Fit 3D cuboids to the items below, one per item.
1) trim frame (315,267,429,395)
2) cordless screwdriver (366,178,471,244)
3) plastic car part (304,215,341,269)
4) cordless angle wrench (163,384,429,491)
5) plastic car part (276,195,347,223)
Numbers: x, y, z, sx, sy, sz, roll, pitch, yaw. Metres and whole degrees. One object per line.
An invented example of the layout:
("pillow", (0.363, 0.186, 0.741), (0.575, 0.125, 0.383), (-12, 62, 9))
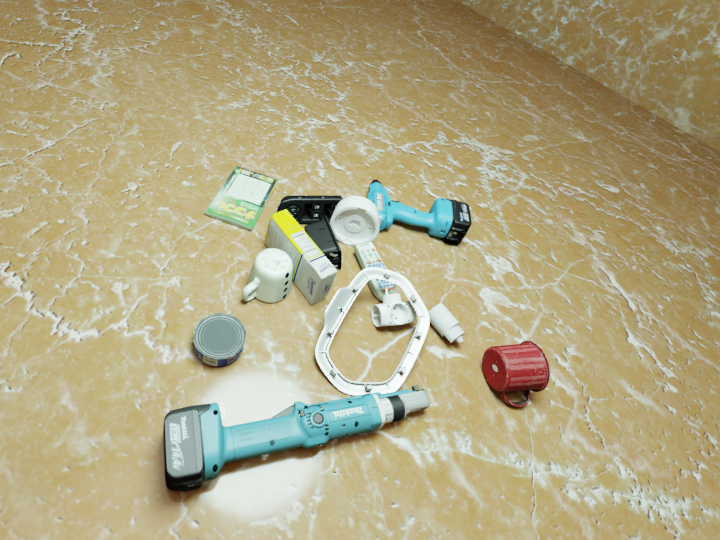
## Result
("trim frame", (0.024, 0.106, 0.766), (0.186, 0.027, 0.248), (31, 67, 4))
("cordless screwdriver", (0.136, -0.151, 1.040), (0.246, 0.073, 0.164), (8, 48, -6))
("plastic car part", (-0.088, -0.058, 0.901), (0.070, 0.064, 0.122), (-16, 53, -14))
("cordless angle wrench", (-0.074, 0.233, 0.643), (0.409, 0.073, 0.102), (-3, 52, -23))
("plastic car part", (-0.098, -0.146, 0.968), (0.197, 0.065, 0.070), (-6, 44, -22))
